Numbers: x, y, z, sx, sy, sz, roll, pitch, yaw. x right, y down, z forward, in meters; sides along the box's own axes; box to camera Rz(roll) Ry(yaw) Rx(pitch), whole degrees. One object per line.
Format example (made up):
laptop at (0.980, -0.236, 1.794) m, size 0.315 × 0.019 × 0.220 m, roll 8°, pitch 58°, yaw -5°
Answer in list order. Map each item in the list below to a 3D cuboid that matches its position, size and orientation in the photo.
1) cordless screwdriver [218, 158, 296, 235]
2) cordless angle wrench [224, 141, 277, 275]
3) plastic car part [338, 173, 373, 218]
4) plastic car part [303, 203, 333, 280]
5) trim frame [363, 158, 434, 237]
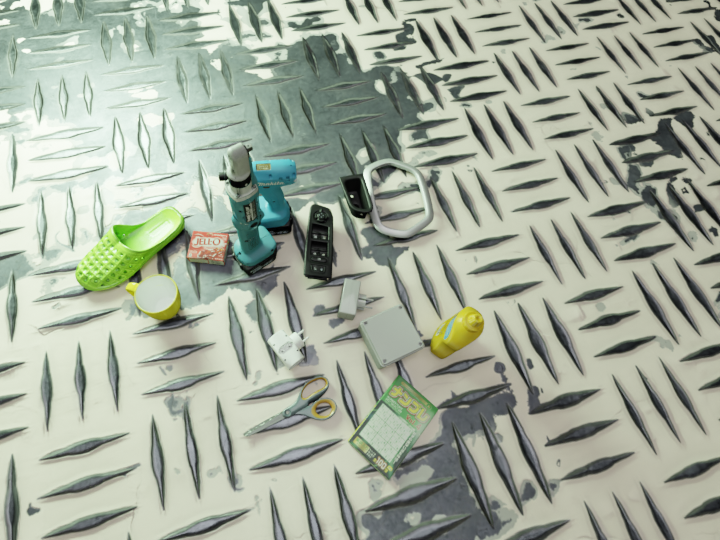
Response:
cordless screwdriver at (-0.227, -0.163, 0.961) m, size 0.157 × 0.245 × 0.076 m, roll -5°, pitch 69°, yaw -10°
cordless angle wrench at (-0.225, -0.110, 0.843) m, size 0.096 × 0.417 × 0.076 m, roll -34°, pitch 77°, yaw -20°
plastic car part at (-0.012, -0.179, 1.080) m, size 0.065 × 0.070 × 0.120 m, roll -12°, pitch 68°, yaw -12°
plastic car part at (-0.100, -0.065, 1.023) m, size 0.066 × 0.066 × 0.207 m, roll 3°, pitch 65°, yaw -5°
trim frame at (0.093, -0.195, 1.117) m, size 0.182 × 0.027 × 0.256 m, roll -7°, pitch 66°, yaw -7°
